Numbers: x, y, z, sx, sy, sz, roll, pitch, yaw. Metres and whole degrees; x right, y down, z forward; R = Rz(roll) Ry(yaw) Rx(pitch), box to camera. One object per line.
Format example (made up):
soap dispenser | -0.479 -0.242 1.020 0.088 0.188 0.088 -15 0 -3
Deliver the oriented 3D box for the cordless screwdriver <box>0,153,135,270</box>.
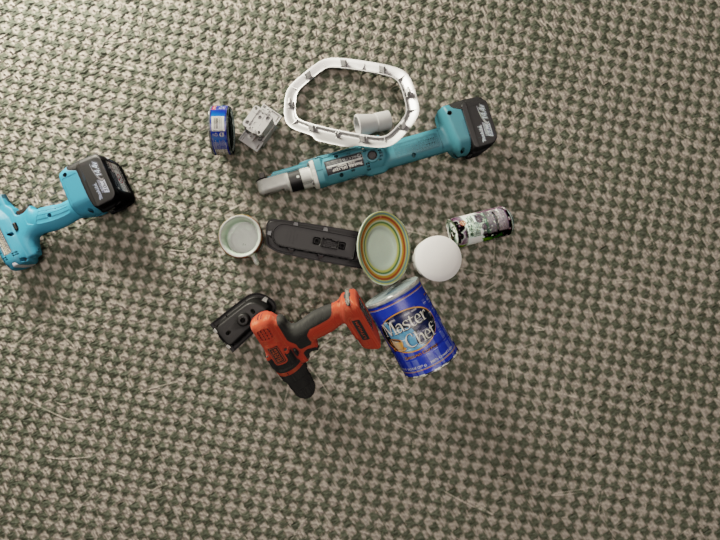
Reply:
cordless screwdriver | -0.542 -0.125 0.744 0.249 0.074 0.160 -29 89 1

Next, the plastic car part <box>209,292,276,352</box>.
plastic car part | -0.206 0.087 0.737 0.116 0.071 0.066 -41 93 0

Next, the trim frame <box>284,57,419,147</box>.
trim frame | -0.020 -0.299 0.750 0.255 0.027 0.185 18 78 15

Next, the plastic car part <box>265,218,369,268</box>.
plastic car part | -0.074 -0.048 0.754 0.204 0.067 0.066 11 95 2

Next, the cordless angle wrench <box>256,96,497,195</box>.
cordless angle wrench | 0.020 -0.203 0.759 0.423 0.074 0.098 -16 89 0
